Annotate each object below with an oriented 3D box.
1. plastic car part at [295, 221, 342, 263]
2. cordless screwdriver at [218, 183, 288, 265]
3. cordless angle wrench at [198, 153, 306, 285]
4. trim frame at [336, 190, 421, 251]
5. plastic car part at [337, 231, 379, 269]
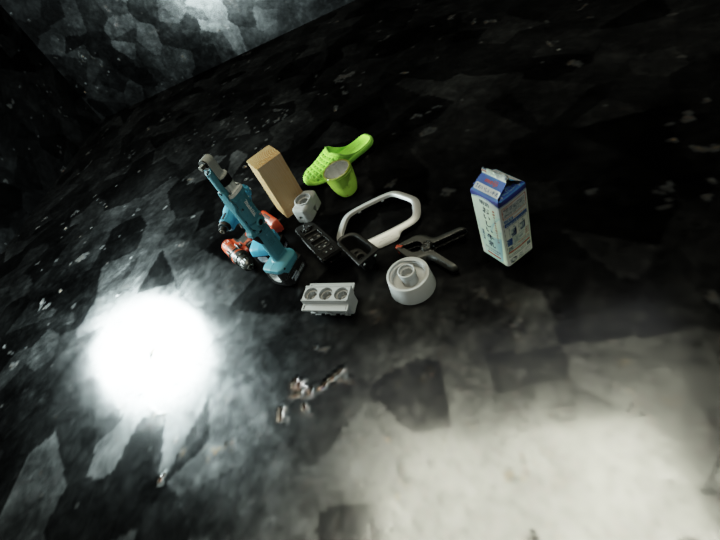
[{"bbox_3d":[-0.115,-0.075,1.174,0.066,0.063,0.215,-38,44,-7],"label":"plastic car part"},{"bbox_3d":[-0.300,-0.099,1.172,0.077,0.236,0.162,-5,48,24],"label":"cordless screwdriver"},{"bbox_3d":[-0.267,-0.119,1.053,0.078,0.401,0.098,6,54,32],"label":"cordless angle wrench"},{"bbox_3d":[0.047,-0.136,1.166,0.250,0.026,0.192,-25,44,7],"label":"trim frame"},{"bbox_3d":[-0.002,-0.044,1.081,0.065,0.067,0.123,-39,44,-9],"label":"plastic car part"}]
